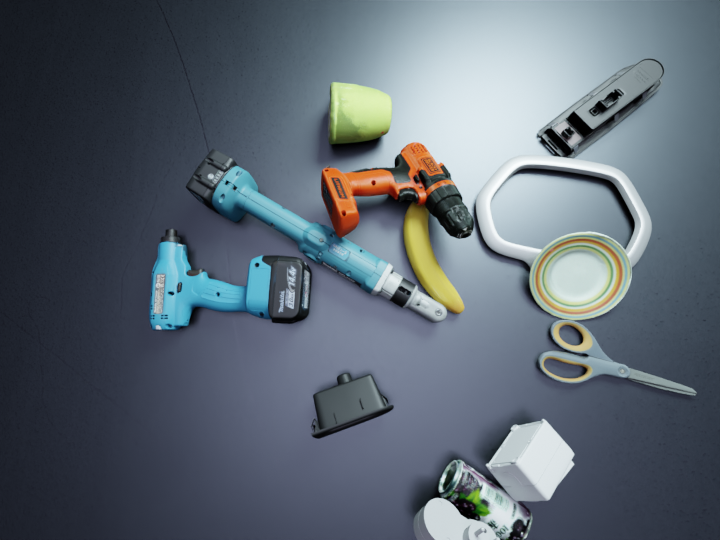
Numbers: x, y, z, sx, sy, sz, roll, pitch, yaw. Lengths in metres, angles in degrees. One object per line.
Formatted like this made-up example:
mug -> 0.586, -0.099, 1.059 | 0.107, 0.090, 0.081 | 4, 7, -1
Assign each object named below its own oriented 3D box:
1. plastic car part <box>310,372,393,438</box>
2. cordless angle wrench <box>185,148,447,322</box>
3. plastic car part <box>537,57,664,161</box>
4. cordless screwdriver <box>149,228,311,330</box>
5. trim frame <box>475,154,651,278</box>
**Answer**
plastic car part -> -0.020, 0.186, 0.602 | 0.116, 0.064, 0.074 | -23, 65, -3
cordless angle wrench -> -0.062, -0.041, 0.635 | 0.429, 0.096, 0.074 | 31, 80, 7
plastic car part -> 0.378, -0.258, 0.646 | 0.202, 0.065, 0.068 | -36, 73, -5
cordless screwdriver -> -0.202, 0.009, 0.647 | 0.252, 0.072, 0.161 | -3, 79, 9
trim frame -> 0.301, -0.083, 0.635 | 0.251, 0.027, 0.185 | 9, 79, 6
